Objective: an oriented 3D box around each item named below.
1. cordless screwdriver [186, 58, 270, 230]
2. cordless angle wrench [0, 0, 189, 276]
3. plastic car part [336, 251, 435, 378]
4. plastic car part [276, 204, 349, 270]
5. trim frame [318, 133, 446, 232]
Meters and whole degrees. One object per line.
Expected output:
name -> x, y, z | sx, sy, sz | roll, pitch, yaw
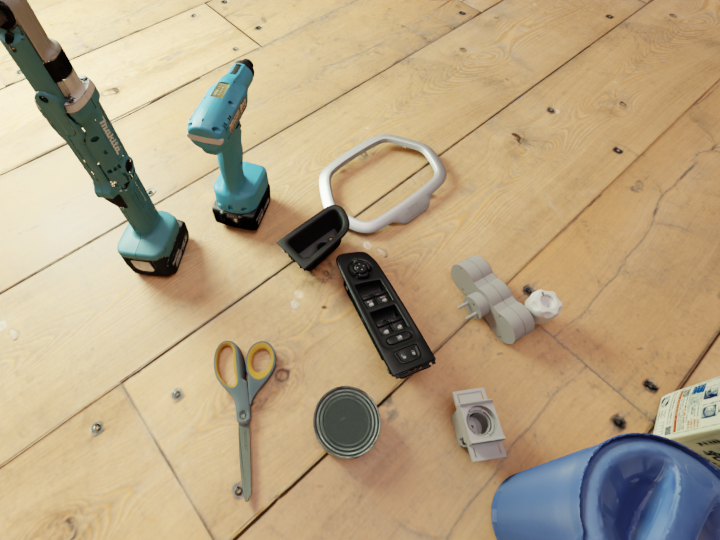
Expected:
cordless screwdriver -> -0.187, -0.184, 0.653 | 0.075, 0.242, 0.161 | 13, 60, 2
cordless angle wrench -> -0.311, -0.129, 0.521 | 0.074, 0.412, 0.100 | 8, 60, -1
plastic car part -> 0.026, 0.059, 0.610 | 0.065, 0.065, 0.212 | -20, 61, -14
plastic car part -> -0.065, -0.043, 0.669 | 0.115, 0.069, 0.069 | -39, 69, -21
trim frame -> 0.039, -0.162, 0.764 | 0.245, 0.027, 0.192 | -36, 66, -20
